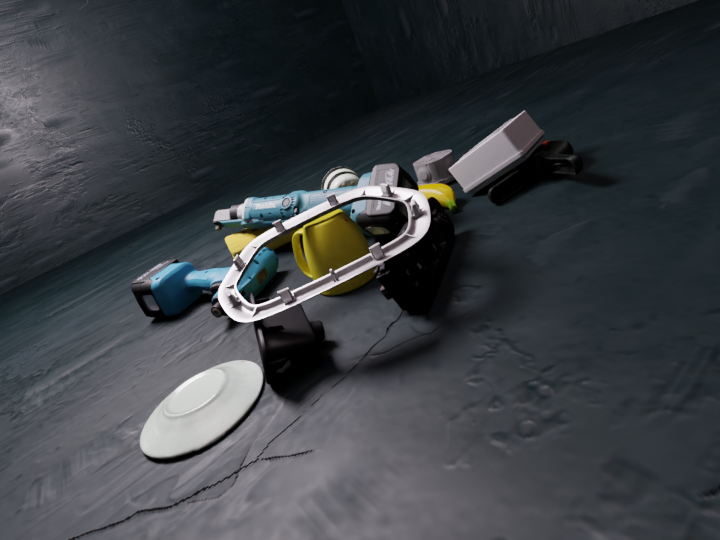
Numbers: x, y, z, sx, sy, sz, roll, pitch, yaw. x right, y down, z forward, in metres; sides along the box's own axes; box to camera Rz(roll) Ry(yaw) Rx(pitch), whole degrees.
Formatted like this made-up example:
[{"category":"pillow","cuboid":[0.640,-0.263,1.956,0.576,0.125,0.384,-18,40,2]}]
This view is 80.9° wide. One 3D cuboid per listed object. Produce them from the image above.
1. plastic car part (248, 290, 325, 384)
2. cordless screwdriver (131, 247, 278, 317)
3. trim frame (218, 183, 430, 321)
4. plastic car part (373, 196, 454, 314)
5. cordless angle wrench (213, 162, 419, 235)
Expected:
[{"category":"plastic car part","cuboid":[-0.075,0.066,0.439,0.069,0.064,0.122,-14,22,-17]},{"category":"cordless screwdriver","cuboid":[-0.266,0.031,0.684,0.257,0.072,0.159,-9,26,25]},{"category":"trim frame","cuboid":[-0.045,-0.029,0.458,0.249,0.026,0.192,-25,35,1]},{"category":"plastic car part","cuboid":[0.065,-0.021,0.496,0.068,0.066,0.201,-40,8,41]},{"category":"cordless angle wrench","cuboid":[-0.112,-0.107,0.740,0.443,0.070,0.099,0,73,35]}]
